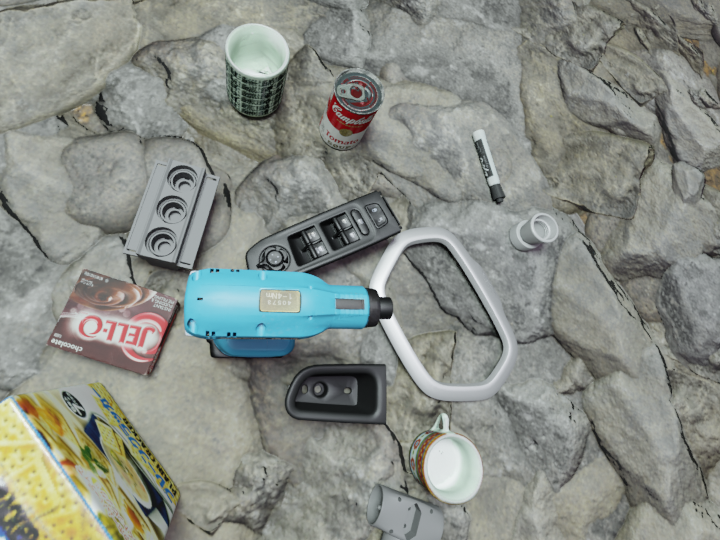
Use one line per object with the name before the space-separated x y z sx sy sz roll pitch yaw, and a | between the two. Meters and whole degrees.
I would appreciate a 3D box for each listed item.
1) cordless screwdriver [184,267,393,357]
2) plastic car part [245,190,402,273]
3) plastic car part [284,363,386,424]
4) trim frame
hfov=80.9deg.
cordless screwdriver | -0.081 0.048 0.420 0.156 0.251 0.075 3 77 -15
plastic car part | -0.053 -0.035 0.546 0.199 0.067 0.067 -24 83 -18
plastic car part | -0.035 0.142 0.497 0.114 0.071 0.067 5 75 -12
trim frame | 0.116 0.057 0.577 0.181 0.027 0.252 -28 82 -18
